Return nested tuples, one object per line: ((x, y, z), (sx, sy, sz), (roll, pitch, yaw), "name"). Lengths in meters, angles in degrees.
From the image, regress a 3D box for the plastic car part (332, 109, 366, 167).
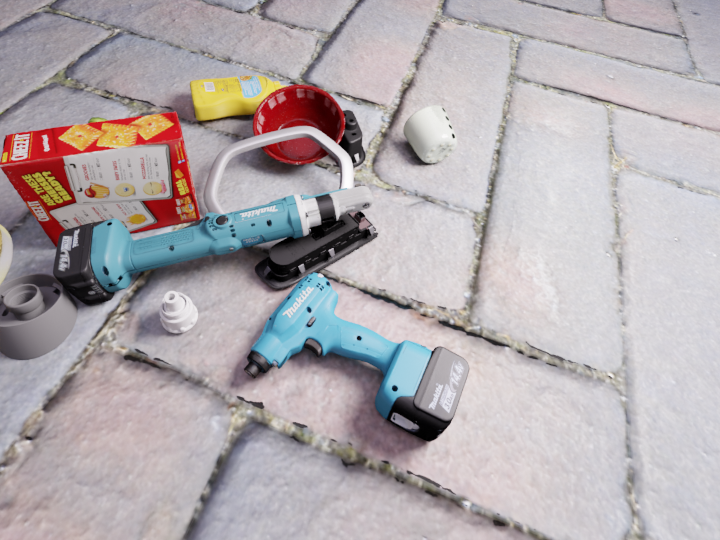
((-0.023, -0.252, 0.778), (0.065, 0.069, 0.122), (-12, 55, -14), "plastic car part")

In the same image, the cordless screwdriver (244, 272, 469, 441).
((-0.009, 0.117, 0.519), (0.258, 0.072, 0.158), (28, 57, 18), "cordless screwdriver")

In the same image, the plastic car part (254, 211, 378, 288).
((-0.062, -0.041, 0.634), (0.199, 0.066, 0.068), (-33, 72, -22), "plastic car part")

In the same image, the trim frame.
((-0.133, -0.145, 0.688), (0.246, 0.027, 0.189), (-17, 72, -6), "trim frame")

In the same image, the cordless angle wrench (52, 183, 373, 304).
((-0.186, -0.053, 0.583), (0.420, 0.072, 0.102), (-14, 55, -5), "cordless angle wrench")
